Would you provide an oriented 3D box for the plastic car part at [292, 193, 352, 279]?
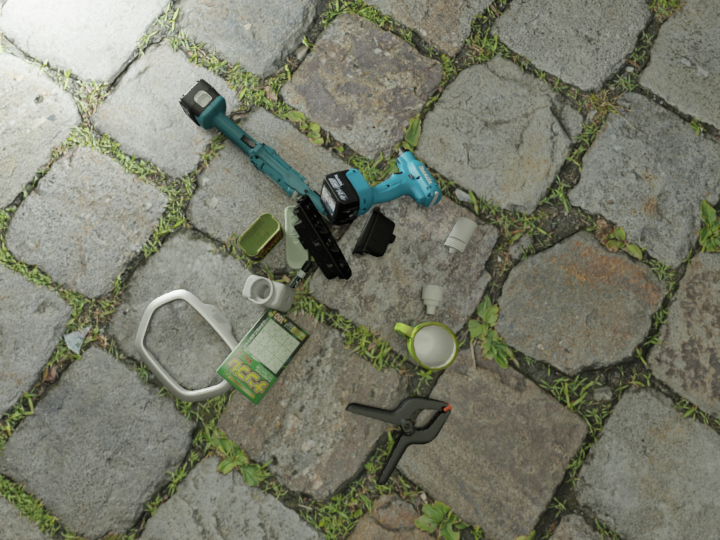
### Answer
[{"bbox_3d":[-0.087,-0.057,0.891,0.068,0.067,0.199,-32,102,15],"label":"plastic car part"}]

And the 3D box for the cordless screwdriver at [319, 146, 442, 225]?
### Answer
[{"bbox_3d":[0.035,-0.189,0.902,0.243,0.073,0.166,-14,60,-18],"label":"cordless screwdriver"}]

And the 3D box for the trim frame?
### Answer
[{"bbox_3d":[-0.359,0.158,0.890,0.183,0.027,0.252,-45,83,-6],"label":"trim frame"}]

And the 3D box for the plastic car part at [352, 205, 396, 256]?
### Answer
[{"bbox_3d":[0.040,-0.076,0.924,0.069,0.067,0.117,30,77,-15],"label":"plastic car part"}]

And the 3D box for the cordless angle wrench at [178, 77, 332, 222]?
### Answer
[{"bbox_3d":[-0.213,-0.248,0.933,0.423,0.098,0.074,41,82,0],"label":"cordless angle wrench"}]
